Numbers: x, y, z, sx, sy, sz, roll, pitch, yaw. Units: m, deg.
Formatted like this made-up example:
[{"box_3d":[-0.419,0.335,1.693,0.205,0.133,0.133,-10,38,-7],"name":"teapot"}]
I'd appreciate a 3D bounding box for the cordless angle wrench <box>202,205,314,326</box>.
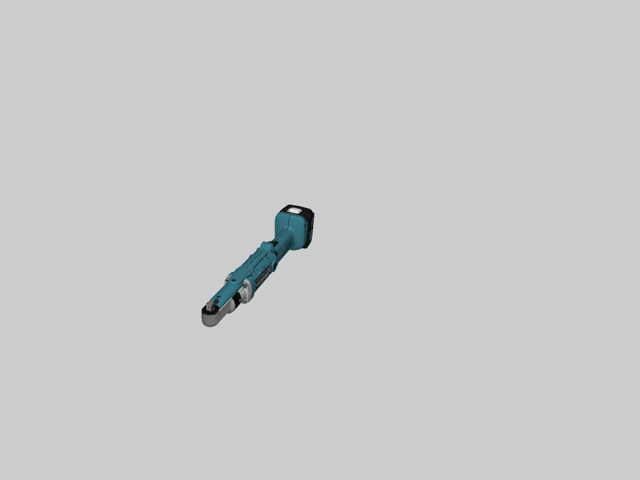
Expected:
[{"box_3d":[-0.114,0.043,0.837,0.074,0.098,0.421,13,27,13],"name":"cordless angle wrench"}]
